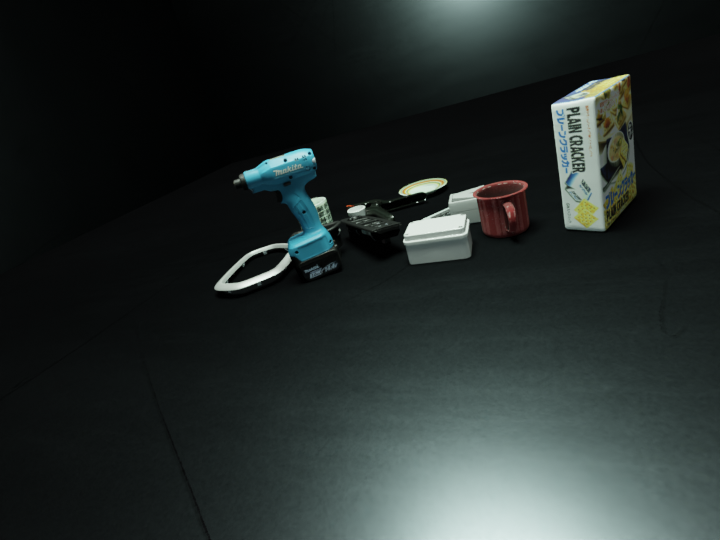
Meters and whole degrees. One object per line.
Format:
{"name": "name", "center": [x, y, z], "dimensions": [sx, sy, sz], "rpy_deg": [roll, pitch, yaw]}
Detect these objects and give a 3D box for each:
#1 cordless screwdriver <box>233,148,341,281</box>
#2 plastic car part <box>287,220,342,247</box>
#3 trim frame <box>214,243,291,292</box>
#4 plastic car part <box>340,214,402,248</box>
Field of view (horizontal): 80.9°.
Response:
{"name": "cordless screwdriver", "center": [-0.137, -0.100, 0.832], "dimensions": [0.159, 0.242, 0.077], "rpy_deg": [-18, 20, -3]}
{"name": "plastic car part", "center": [-0.091, -0.059, 0.927], "dimensions": [0.119, 0.069, 0.066], "rpy_deg": [-12, 22, 14]}
{"name": "trim frame", "center": [-0.236, -0.011, 0.977], "dimensions": [0.188, 0.027, 0.250], "rpy_deg": [-11, 24, 15]}
{"name": "plastic car part", "center": [0.018, -0.085, 0.911], "dimensions": [0.065, 0.065, 0.212], "rpy_deg": [-24, 24, -16]}
